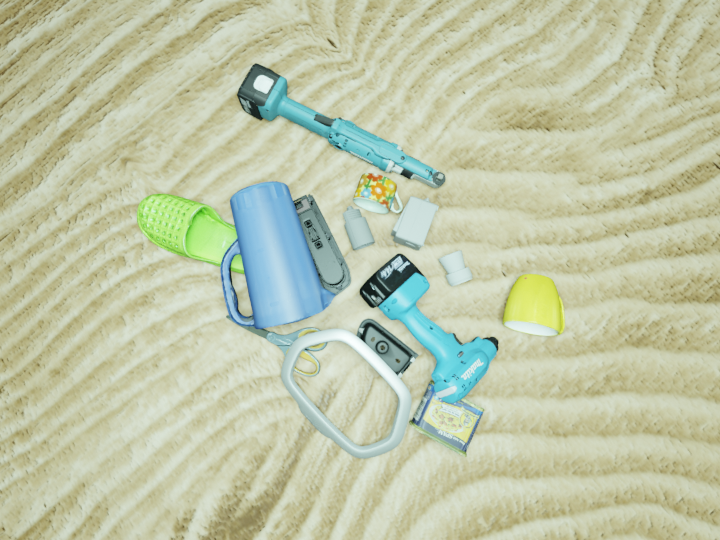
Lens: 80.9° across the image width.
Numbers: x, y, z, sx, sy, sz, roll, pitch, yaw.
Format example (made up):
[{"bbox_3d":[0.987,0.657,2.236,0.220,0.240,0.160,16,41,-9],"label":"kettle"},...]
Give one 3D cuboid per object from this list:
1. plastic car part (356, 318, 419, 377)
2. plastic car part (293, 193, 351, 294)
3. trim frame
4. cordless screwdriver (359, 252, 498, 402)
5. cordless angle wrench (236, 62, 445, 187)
[{"bbox_3d":[0.042,0.139,0.747,0.118,0.070,0.066,40,84,5],"label":"plastic car part"},{"bbox_3d":[-0.078,-0.051,0.794,0.066,0.067,0.205,-25,83,-9],"label":"plastic car part"},{"bbox_3d":[-0.028,0.213,0.739,0.251,0.027,0.185,44,102,5],"label":"trim frame"},{"bbox_3d":[0.126,0.083,0.739,0.155,0.074,0.255,-30,75,-34],"label":"cordless screwdriver"},{"bbox_3d":[-0.032,-0.262,0.815,0.426,0.097,0.074,27,84,4],"label":"cordless angle wrench"}]
